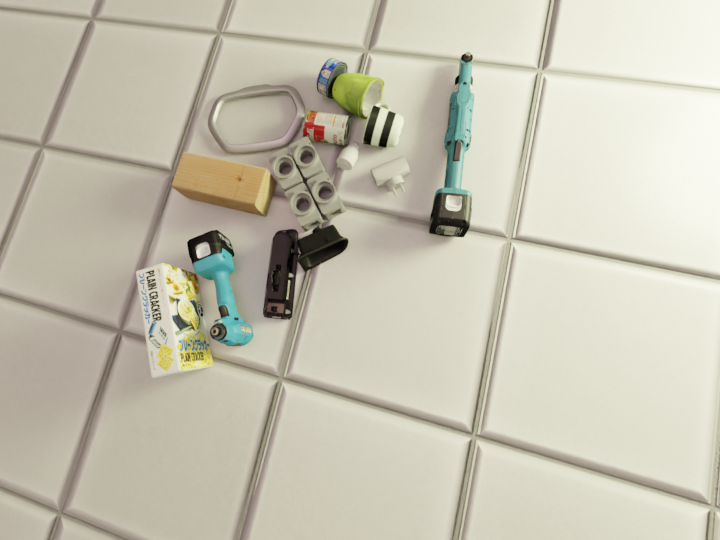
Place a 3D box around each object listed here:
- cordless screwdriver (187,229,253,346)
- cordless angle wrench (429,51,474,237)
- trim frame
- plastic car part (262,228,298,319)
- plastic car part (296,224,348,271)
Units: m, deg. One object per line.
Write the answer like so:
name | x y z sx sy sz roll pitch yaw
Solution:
cordless screwdriver | -0.299 0.037 0.887 0.074 0.155 0.255 -22 75 1
cordless angle wrench | 0.210 -0.284 0.912 0.076 0.095 0.427 7 75 7
trim frame | -0.256 -0.376 1.037 0.252 0.027 0.187 -6 78 10
plastic car part | -0.179 0.002 0.926 0.068 0.064 0.205 2 76 14
plastic car part | -0.091 -0.059 0.927 0.116 0.063 0.074 -29 63 -2
